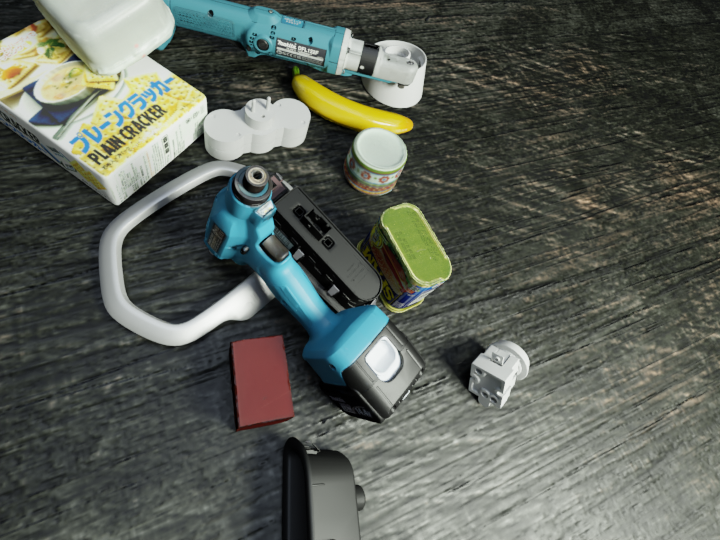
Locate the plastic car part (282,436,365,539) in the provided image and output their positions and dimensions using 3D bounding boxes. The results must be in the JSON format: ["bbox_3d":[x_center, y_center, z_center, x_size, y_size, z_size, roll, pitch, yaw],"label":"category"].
[{"bbox_3d":[-0.029,0.211,0.373,0.068,0.067,0.120,13,58,-26],"label":"plastic car part"}]

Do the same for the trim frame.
[{"bbox_3d":[-0.168,-0.030,0.474,0.188,0.027,0.245,42,61,10],"label":"trim frame"}]

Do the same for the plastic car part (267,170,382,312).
[{"bbox_3d":[-0.046,-0.030,0.466,0.201,0.068,0.065,49,52,-5],"label":"plastic car part"}]

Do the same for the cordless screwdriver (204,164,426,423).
[{"bbox_3d":[-0.044,0.021,0.387,0.248,0.161,0.073,49,62,-2],"label":"cordless screwdriver"}]

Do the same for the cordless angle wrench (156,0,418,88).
[{"bbox_3d":[-0.128,-0.319,0.571,0.421,0.097,0.076,13,60,-3],"label":"cordless angle wrench"}]
